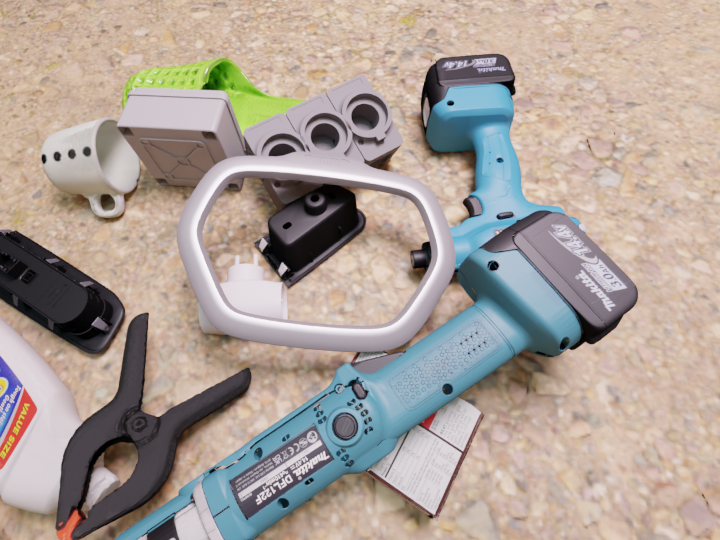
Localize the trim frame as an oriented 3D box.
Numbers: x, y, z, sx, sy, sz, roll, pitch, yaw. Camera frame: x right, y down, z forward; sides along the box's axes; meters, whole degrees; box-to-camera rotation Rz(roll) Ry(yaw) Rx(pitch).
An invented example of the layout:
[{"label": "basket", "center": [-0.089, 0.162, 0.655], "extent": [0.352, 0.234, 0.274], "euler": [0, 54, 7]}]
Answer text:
[{"label": "trim frame", "center": [-0.037, -0.024, 0.377], "extent": [0.248, 0.027, 0.186], "euler": [5, 75, -2]}]

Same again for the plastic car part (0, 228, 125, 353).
[{"label": "plastic car part", "center": [-0.327, 0.010, 0.431], "extent": [0.209, 0.065, 0.066], "euler": [27, 60, 14]}]

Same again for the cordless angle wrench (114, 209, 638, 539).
[{"label": "cordless angle wrench", "center": [-0.009, 0.108, 0.305], "extent": [0.421, 0.072, 0.101], "euler": [-33, 71, -5]}]

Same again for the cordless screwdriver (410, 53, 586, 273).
[{"label": "cordless screwdriver", "center": [0.113, -0.112, 0.452], "extent": [0.159, 0.072, 0.256], "euler": [-9, 66, -1]}]

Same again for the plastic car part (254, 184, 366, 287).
[{"label": "plastic car part", "center": [-0.050, -0.050, 0.432], "extent": [0.115, 0.069, 0.069], "euler": [-37, 69, -12]}]
